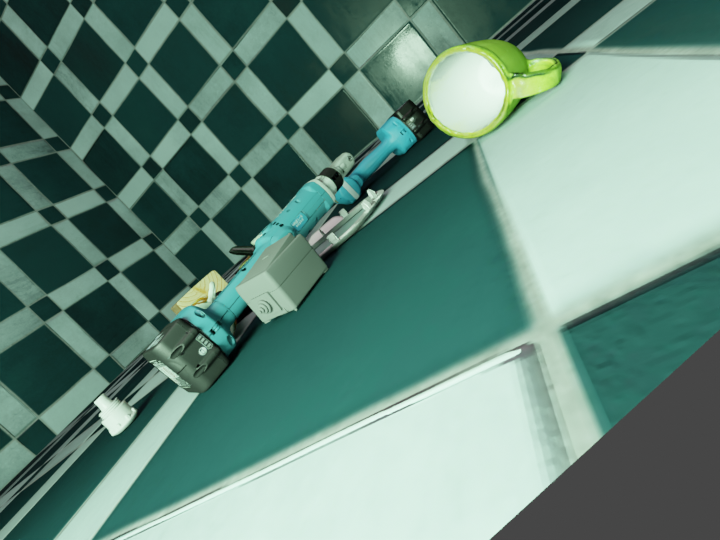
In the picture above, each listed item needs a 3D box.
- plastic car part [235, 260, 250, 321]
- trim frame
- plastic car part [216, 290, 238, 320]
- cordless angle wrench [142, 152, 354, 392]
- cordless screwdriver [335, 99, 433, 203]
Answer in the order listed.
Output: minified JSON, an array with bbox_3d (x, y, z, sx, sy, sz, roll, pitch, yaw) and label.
[{"bbox_3d":[-0.175,0.007,0.745,0.201,0.067,0.067,-47,5,-33],"label":"plastic car part"},{"bbox_3d":[-0.062,-0.041,0.639,0.250,0.027,0.186,-41,12,14],"label":"trim frame"},{"bbox_3d":[-0.242,0.078,0.657,0.116,0.063,0.074,-41,31,-1],"label":"plastic car part"},{"bbox_3d":[-0.114,-0.036,0.578,0.101,0.072,0.422,-25,27,53],"label":"cordless angle wrench"},{"bbox_3d":[0.029,-0.236,0.891,0.248,0.073,0.162,-47,13,-4],"label":"cordless screwdriver"}]
